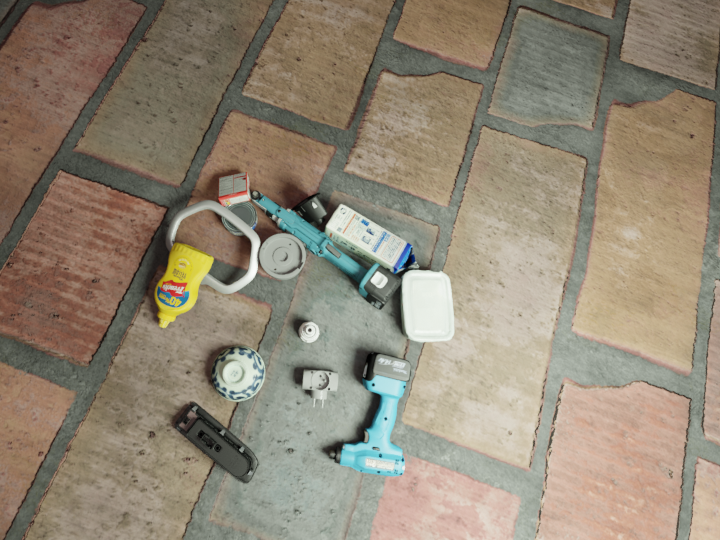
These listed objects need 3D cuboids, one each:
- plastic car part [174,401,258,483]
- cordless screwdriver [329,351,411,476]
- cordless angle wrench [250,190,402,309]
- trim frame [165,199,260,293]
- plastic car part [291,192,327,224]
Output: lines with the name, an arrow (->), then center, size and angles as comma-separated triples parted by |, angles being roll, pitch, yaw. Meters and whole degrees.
plastic car part -> -0.301, 0.367, 0.893 | 0.205, 0.067, 0.066 | 37, 68, 4
cordless screwdriver -> 0.025, 0.306, 0.923 | 0.159, 0.074, 0.251 | 8, 78, -2
cordless angle wrench -> -0.100, -0.065, 1.019 | 0.432, 0.096, 0.074 | 36, 75, 11
trim frame -> -0.351, -0.057, 1.007 | 0.251, 0.027, 0.184 | 36, 89, 5
plastic car part -> -0.116, -0.144, 1.030 | 0.065, 0.121, 0.069 | -39, 108, -14
